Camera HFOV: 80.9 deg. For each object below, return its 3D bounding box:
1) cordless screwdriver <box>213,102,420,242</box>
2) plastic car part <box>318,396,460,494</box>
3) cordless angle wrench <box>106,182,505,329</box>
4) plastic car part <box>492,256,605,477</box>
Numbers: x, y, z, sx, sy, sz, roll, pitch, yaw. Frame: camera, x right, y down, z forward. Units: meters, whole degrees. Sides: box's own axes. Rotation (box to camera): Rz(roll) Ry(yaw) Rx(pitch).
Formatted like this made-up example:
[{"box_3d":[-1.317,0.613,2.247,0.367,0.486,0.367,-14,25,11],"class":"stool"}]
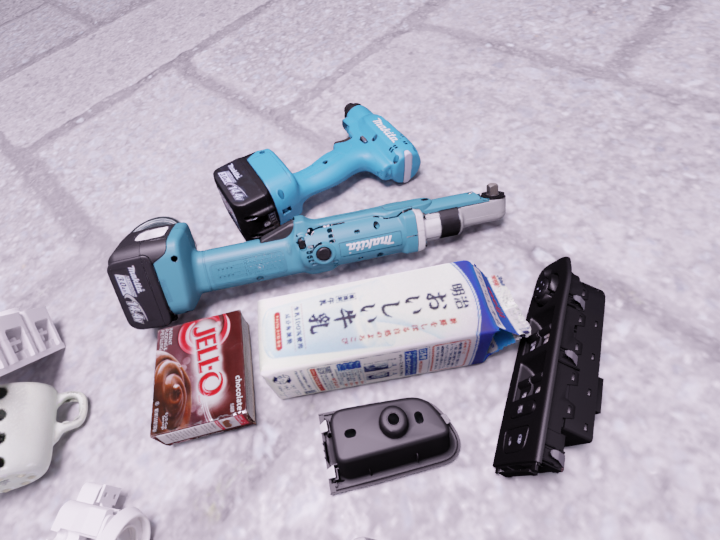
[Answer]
[{"box_3d":[-0.066,-0.143,0.556,0.246,0.071,0.167,-25,54,-11],"class":"cordless screwdriver"},{"box_3d":[0.021,0.132,0.345,0.117,0.068,0.068,-15,56,3],"class":"plastic car part"},{"box_3d":[-0.045,-0.030,0.464,0.421,0.095,0.077,-12,25,-3],"class":"cordless angle wrench"},{"box_3d":[0.170,0.076,0.359,0.068,0.064,0.205,16,59,8],"class":"plastic car part"}]
